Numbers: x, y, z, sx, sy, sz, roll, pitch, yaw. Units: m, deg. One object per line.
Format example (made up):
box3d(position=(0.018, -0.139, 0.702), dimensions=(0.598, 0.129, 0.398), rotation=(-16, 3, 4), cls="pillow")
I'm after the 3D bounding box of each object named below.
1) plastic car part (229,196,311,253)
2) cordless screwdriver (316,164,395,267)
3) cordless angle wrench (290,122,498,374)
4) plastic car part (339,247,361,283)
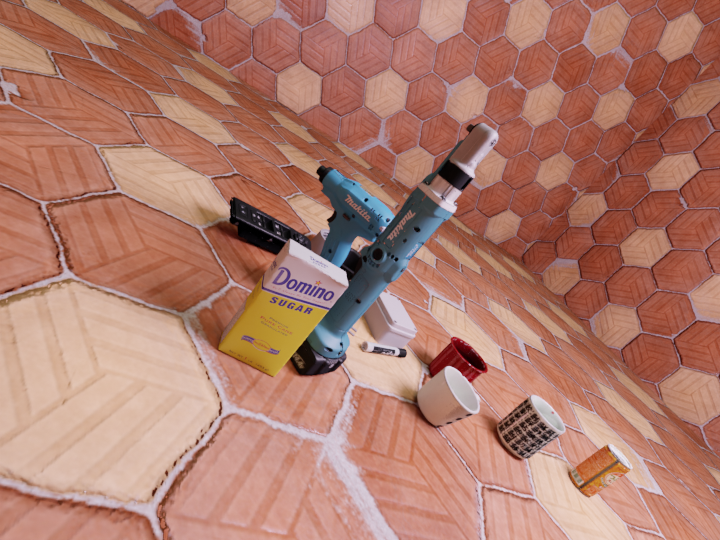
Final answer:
box3d(position=(-0.185, -0.072, 0.861), dimensions=(0.192, 0.067, 0.070), rotation=(22, 26, -34), cls="plastic car part")
box3d(position=(-0.071, -0.047, 0.728), dimensions=(0.164, 0.249, 0.072), rotation=(45, 21, 16), cls="cordless screwdriver")
box3d(position=(0.036, -0.019, 0.592), dimensions=(0.070, 0.424, 0.103), rotation=(12, 34, -51), cls="cordless angle wrench")
box3d(position=(-0.032, 0.002, 0.941), dimensions=(0.065, 0.071, 0.117), rotation=(36, 21, -6), cls="plastic car part")
